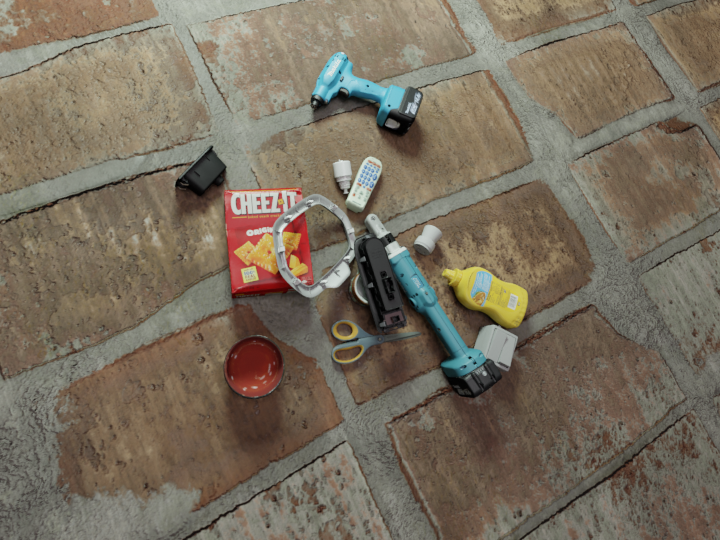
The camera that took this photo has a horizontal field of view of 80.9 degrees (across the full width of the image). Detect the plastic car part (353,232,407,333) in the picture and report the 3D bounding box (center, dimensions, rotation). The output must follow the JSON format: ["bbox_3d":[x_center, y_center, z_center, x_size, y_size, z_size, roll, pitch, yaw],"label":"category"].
[{"bbox_3d":[0.039,0.018,0.842,0.065,0.066,0.207,-15,75,-12],"label":"plastic car part"}]

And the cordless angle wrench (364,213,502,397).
[{"bbox_3d":[0.130,0.058,0.892,0.073,0.097,0.431,-29,79,-16],"label":"cordless angle wrench"}]

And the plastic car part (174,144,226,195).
[{"bbox_3d":[-0.324,-0.203,0.889,0.069,0.068,0.116,45,66,-16],"label":"plastic car part"}]

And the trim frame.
[{"bbox_3d":[-0.083,-0.055,0.853,0.180,0.028,0.245,59,40,-12],"label":"trim frame"}]

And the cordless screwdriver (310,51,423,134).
[{"bbox_3d":[0.011,-0.404,1.006,0.249,0.074,0.160,26,71,0],"label":"cordless screwdriver"}]
